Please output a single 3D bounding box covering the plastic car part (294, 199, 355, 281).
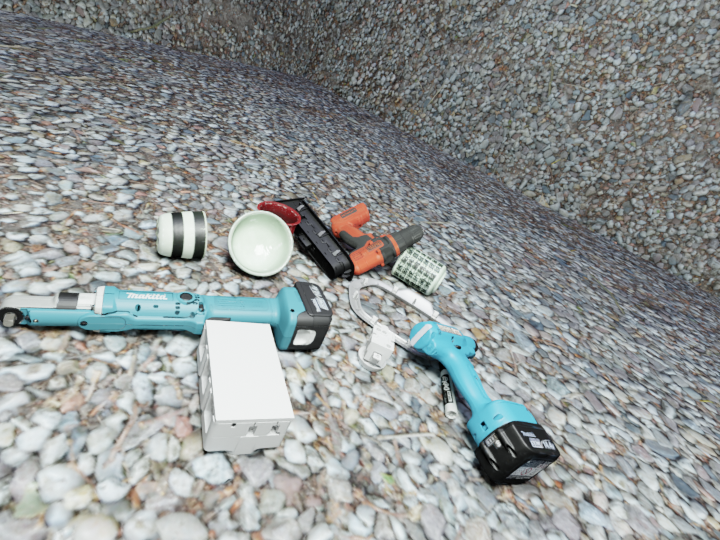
[{"bbox_3d":[-0.087,-0.057,0.889,0.065,0.066,0.211,-24,63,-40],"label":"plastic car part"}]

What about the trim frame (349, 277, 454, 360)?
[{"bbox_3d":[0.086,0.087,0.827,0.257,0.027,0.179,30,28,17],"label":"trim frame"}]

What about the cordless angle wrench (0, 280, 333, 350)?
[{"bbox_3d":[-0.246,0.059,0.592,0.406,0.073,0.103,5,33,-26],"label":"cordless angle wrench"}]

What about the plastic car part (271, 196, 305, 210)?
[{"bbox_3d":[-0.168,-0.123,0.984,0.112,0.066,0.073,-19,63,-48],"label":"plastic car part"}]

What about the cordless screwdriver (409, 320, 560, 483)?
[{"bbox_3d":[0.191,0.187,0.656,0.151,0.074,0.262,18,29,-38],"label":"cordless screwdriver"}]
